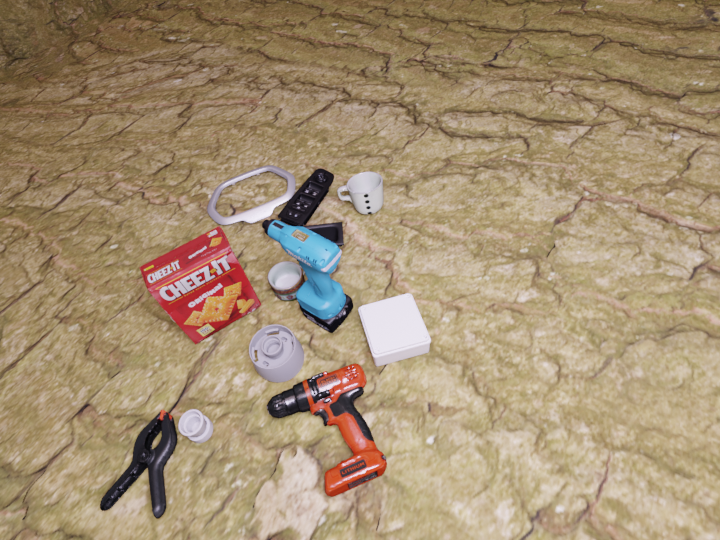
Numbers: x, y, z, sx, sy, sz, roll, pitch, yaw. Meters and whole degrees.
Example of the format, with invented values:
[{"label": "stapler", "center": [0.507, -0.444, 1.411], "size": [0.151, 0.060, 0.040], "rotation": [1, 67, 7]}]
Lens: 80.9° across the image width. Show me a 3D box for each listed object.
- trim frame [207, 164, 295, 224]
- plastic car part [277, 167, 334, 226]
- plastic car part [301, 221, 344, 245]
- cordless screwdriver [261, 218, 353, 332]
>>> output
[{"label": "trim frame", "center": [-0.292, -0.202, 1.131], "size": [0.247, 0.026, 0.193], "rotation": [-23, 52, -6]}, {"label": "plastic car part", "center": [-0.124, -0.175, 1.052], "size": [0.069, 0.064, 0.203], "rotation": [16, 58, 20]}, {"label": "plastic car part", "center": [-0.094, -0.061, 0.957], "size": [0.118, 0.068, 0.068], "rotation": [-6, 53, 6]}, {"label": "cordless screwdriver", "center": [-0.099, 0.007, 0.799], "size": [0.167, 0.239, 0.074], "rotation": [29, 62, 26]}]
